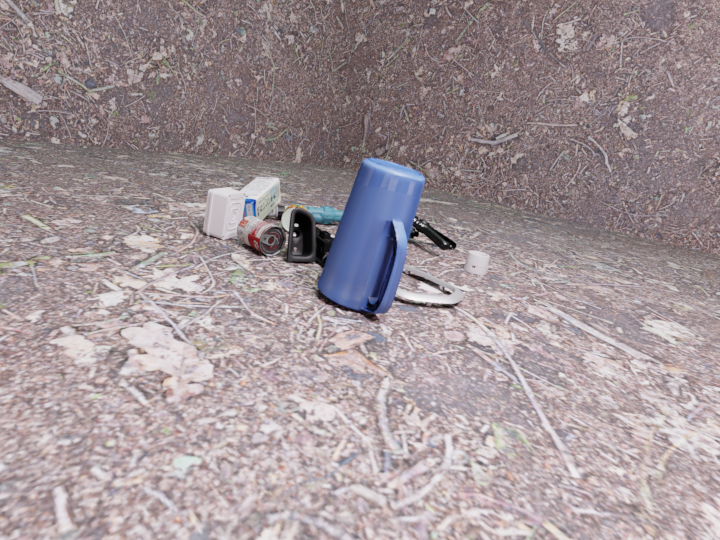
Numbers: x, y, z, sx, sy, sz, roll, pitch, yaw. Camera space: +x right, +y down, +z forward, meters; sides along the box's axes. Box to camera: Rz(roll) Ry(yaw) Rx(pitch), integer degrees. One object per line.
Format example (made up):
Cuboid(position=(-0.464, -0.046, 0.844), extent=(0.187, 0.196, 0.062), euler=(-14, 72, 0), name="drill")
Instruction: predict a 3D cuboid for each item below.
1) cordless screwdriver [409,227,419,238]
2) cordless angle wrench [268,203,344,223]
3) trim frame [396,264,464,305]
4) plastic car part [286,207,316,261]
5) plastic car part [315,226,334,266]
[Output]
Cuboid(position=(0.094, -0.099, 1.173), extent=(0.160, 0.073, 0.250), euler=(10, 13, 0), name="cordless screwdriver")
Cuboid(position=(-0.107, -0.173, 1.310), extent=(0.413, 0.073, 0.101), euler=(2, 13, -14), name="cordless angle wrench")
Cuboid(position=(0.091, 0.020, 0.868), extent=(0.176, 0.027, 0.263), euler=(-8, 22, -40), name="trim frame")
Cuboid(position=(-0.137, -0.075, 0.935), extent=(0.064, 0.117, 0.073), euler=(3, -7, -23), name="plastic car part")
Cuboid(position=(-0.096, -0.063, 0.985), extent=(0.064, 0.066, 0.213), euler=(-7, 20, -27), name="plastic car part")
